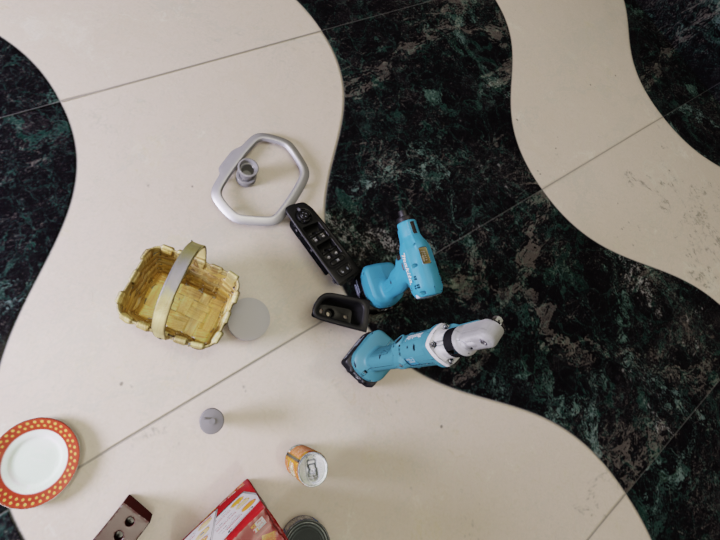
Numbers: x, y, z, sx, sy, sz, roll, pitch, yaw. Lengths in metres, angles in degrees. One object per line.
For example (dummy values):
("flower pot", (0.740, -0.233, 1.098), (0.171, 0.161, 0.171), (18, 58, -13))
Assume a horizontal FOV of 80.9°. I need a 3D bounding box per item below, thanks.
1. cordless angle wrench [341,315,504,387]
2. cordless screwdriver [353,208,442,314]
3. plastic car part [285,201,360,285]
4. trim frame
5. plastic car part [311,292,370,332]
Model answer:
("cordless angle wrench", (0.082, 0.130, 0.685), (0.074, 0.427, 0.097), (45, 64, -4))
("cordless screwdriver", (0.061, -0.005, 0.823), (0.072, 0.251, 0.162), (-9, 77, -23))
("plastic car part", (-0.088, -0.057, 0.899), (0.065, 0.067, 0.205), (-32, 83, -25))
("trim frame", (-0.219, -0.203, 0.934), (0.182, 0.028, 0.249), (29, 66, -5))
("plastic car part", (-0.048, 0.085, 0.857), (0.114, 0.071, 0.067), (14, 69, -13))
